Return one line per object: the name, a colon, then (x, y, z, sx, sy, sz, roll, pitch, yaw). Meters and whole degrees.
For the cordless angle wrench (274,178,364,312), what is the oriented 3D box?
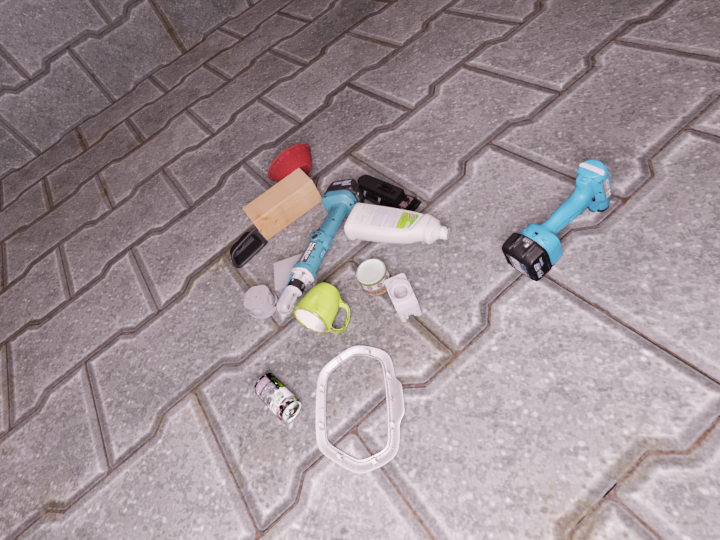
cordless angle wrench: (-0.104, -0.068, 1.063, 0.102, 0.071, 0.426, -3, 47, 32)

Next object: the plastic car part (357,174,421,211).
plastic car part: (0.060, -0.211, 1.148, 0.215, 0.063, 0.066, 31, 78, 40)

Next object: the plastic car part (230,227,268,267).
plastic car part: (-0.338, -0.069, 1.226, 0.116, 0.063, 0.075, -46, 36, -9)

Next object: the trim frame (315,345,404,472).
trim frame: (-0.005, 0.264, 0.841, 0.188, 0.026, 0.256, -12, 50, 15)

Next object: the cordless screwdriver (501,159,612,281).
cordless screwdriver: (0.414, -0.090, 0.865, 0.249, 0.150, 0.079, -48, 47, 4)
